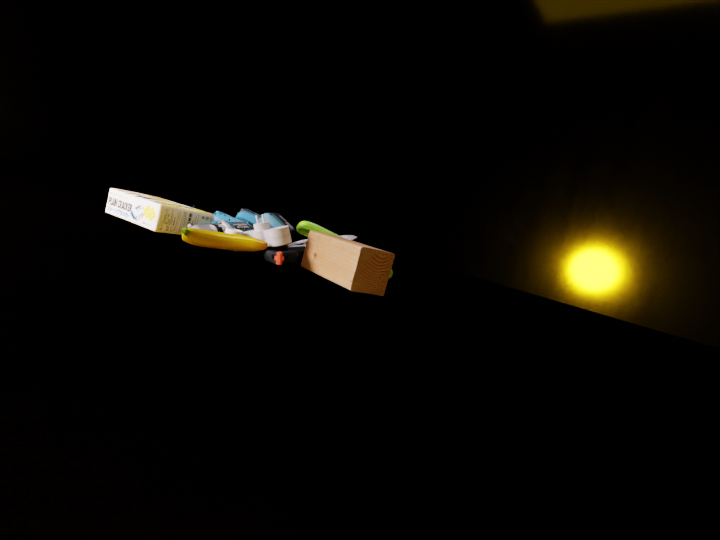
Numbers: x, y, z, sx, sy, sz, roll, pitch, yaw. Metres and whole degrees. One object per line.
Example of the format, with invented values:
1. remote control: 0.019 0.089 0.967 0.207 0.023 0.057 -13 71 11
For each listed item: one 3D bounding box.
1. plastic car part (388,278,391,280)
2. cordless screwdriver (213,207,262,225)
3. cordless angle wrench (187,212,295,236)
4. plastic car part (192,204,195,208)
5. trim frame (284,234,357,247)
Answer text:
1. plastic car part: -0.007 -0.024 1.204 0.207 0.066 0.065 13 11 10
2. cordless screwdriver: -0.366 -0.141 1.366 0.160 0.074 0.248 24 9 1
3. cordless angle wrench: -0.299 -0.101 1.096 0.100 0.074 0.413 43 15 8
4. plastic car part: -0.534 -0.166 1.279 0.068 0.065 0.121 -3 9 -24
5. trim frame: -0.123 -0.081 1.261 0.178 0.027 0.260 -21 13 -42
